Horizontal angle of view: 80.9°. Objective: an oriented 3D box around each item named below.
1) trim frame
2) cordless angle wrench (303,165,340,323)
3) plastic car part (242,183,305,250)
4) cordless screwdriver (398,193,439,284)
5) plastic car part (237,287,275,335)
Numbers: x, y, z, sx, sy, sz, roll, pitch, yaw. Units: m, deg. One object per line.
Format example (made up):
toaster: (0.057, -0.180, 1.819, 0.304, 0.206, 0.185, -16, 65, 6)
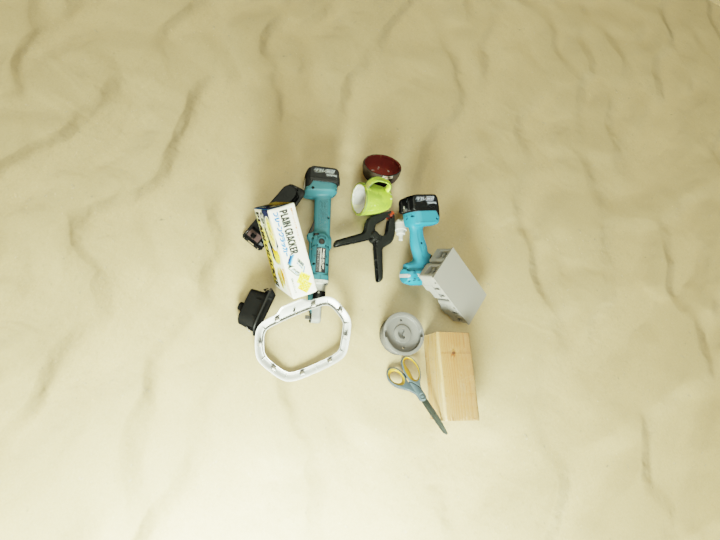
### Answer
trim frame: (-0.137, 0.164, 1.033, 0.245, 0.028, 0.184, -21, 90, -10)
cordless angle wrench: (-0.110, -0.072, 1.129, 0.096, 0.074, 0.430, 4, 72, -12)
plastic car part: (-0.229, -0.154, 1.114, 0.068, 0.065, 0.202, 36, 78, 13)
cordless screwdriver: (0.184, -0.084, 1.172, 0.154, 0.076, 0.250, 2, 84, -23)
plastic car part: (-0.266, 0.093, 1.045, 0.073, 0.064, 0.117, 22, 71, 10)
